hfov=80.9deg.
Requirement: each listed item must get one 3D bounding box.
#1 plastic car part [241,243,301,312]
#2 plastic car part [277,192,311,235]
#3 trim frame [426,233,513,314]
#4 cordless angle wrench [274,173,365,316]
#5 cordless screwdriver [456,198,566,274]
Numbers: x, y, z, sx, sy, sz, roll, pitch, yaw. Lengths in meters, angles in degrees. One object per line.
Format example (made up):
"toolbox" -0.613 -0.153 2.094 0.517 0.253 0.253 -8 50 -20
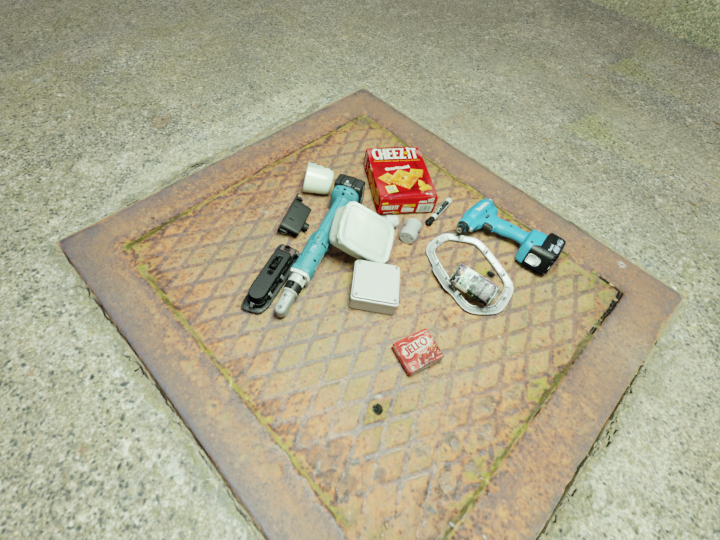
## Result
"plastic car part" -0.208 0.011 0.997 0.067 0.066 0.204 26 59 2
"plastic car part" -0.166 -0.132 1.107 0.070 0.066 0.118 23 58 -8
"trim frame" 0.272 0.000 1.061 0.181 0.027 0.259 -17 59 -15
"cordless angle wrench" -0.102 -0.067 1.044 0.076 0.095 0.424 20 59 10
"cordless screwdriver" 0.380 -0.086 1.096 0.260 0.072 0.156 37 52 24
